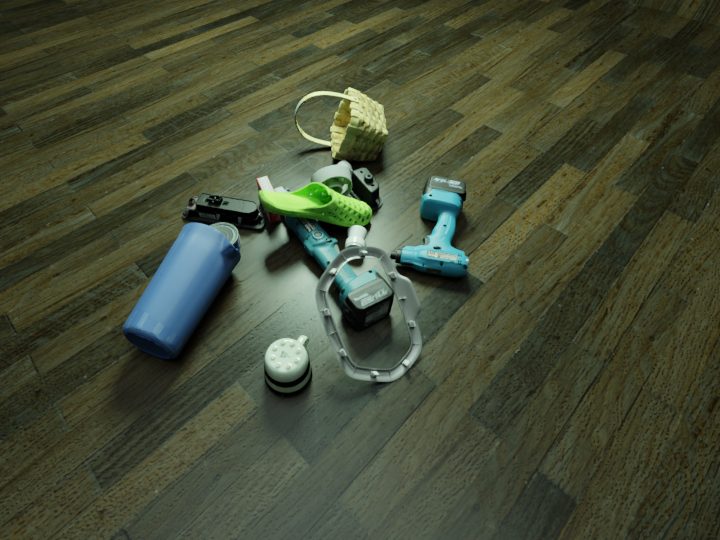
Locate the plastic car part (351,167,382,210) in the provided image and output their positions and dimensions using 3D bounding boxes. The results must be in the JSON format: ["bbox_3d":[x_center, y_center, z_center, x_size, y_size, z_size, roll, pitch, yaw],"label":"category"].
[{"bbox_3d":[0.015,-0.209,1.035,0.065,0.068,0.123,-22,52,-17],"label":"plastic car part"}]

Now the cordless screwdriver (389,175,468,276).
[{"bbox_3d":[0.157,-0.102,0.946,0.161,0.072,0.253,8,55,6],"label":"cordless screwdriver"}]

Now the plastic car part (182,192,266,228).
[{"bbox_3d":[-0.319,-0.147,0.997,0.206,0.065,0.067,13,45,7],"label":"plastic car part"}]

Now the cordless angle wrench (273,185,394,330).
[{"bbox_3d":[-0.090,-0.059,0.917,0.096,0.072,0.446,-24,52,-22],"label":"cordless angle wrench"}]

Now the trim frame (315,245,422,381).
[{"bbox_3d":[0.021,0.076,0.746,0.180,0.028,0.249,-22,89,-22],"label":"trim frame"}]
